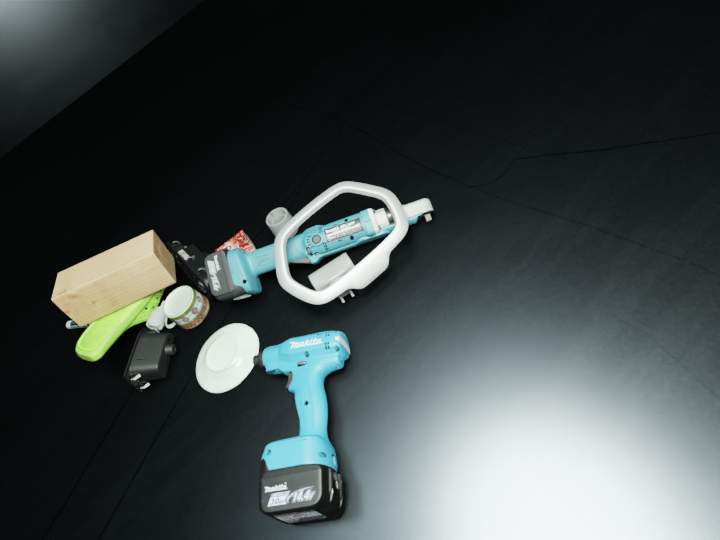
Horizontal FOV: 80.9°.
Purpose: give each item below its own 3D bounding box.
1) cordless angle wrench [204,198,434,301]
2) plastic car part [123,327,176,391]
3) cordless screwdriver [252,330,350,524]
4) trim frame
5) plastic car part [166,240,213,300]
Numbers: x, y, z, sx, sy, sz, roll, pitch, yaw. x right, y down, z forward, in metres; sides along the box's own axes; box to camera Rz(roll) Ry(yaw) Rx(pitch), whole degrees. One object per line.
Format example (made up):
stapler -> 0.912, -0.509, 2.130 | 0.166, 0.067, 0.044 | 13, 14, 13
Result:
cordless angle wrench -> -0.076, -0.050, 0.776 | 0.427, 0.072, 0.100 | -19, 77, 9
plastic car part -> -0.387, 0.159, 0.799 | 0.072, 0.063, 0.120 | -5, 49, 5
cordless screwdriver -> -0.097, 0.207, 0.598 | 0.163, 0.070, 0.256 | -15, 47, 17
trim frame -> -0.037, -0.052, 0.719 | 0.247, 0.026, 0.193 | -41, 63, -8
plastic car part -> -0.344, -0.005, 0.900 | 0.065, 0.064, 0.215 | -24, 41, -28
